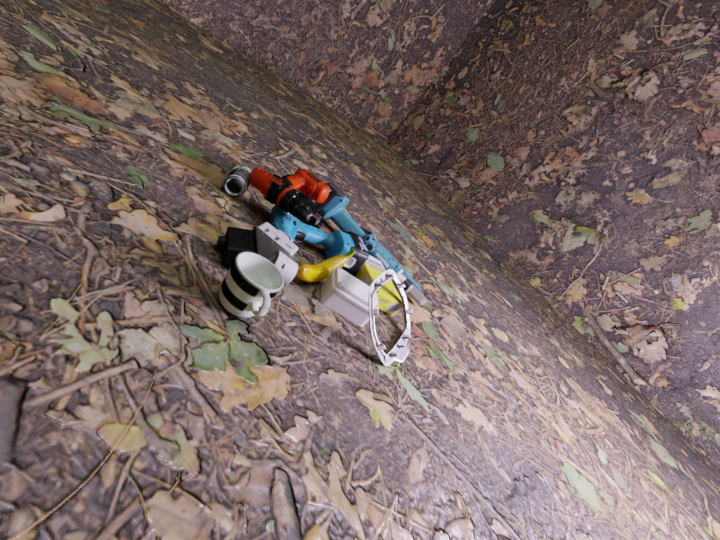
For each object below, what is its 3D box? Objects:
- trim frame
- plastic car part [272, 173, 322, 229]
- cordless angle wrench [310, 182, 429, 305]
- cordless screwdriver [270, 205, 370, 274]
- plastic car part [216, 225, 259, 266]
[{"bbox_3d":[0.068,0.095,0.887,0.243,0.028,0.183,-29,107,-67],"label":"trim frame"},{"bbox_3d":[-0.179,-0.190,1.131,0.201,0.067,0.067,33,30,-5],"label":"plastic car part"},{"bbox_3d":[0.027,-0.066,1.177,0.431,0.098,0.073,47,5,9],"label":"cordless angle wrench"},{"bbox_3d":[-0.097,-0.063,0.992,0.239,0.074,0.165,24,26,-23],"label":"cordless screwdriver"},{"bbox_3d":[-0.226,-0.042,0.773,0.068,0.065,0.122,11,29,-25],"label":"plastic car part"}]
